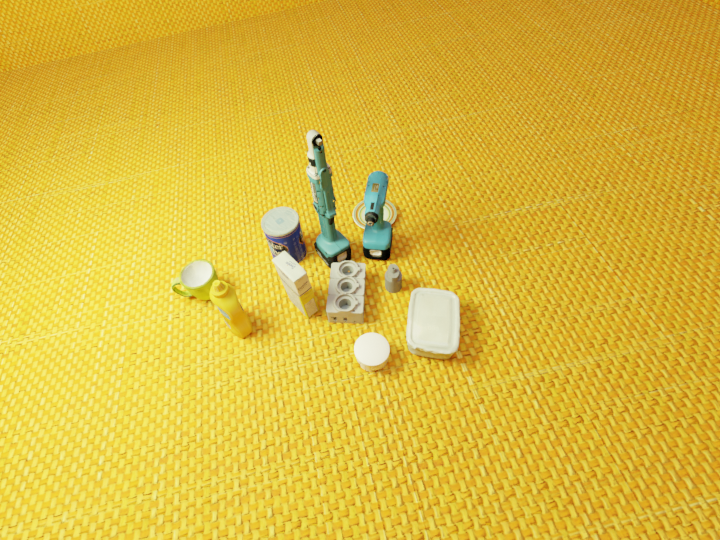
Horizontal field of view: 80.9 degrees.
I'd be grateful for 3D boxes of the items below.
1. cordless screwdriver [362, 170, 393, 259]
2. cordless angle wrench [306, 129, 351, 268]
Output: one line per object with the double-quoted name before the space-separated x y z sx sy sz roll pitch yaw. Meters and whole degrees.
"cordless screwdriver" 0.040 -0.113 1.082 0.076 0.239 0.162 5 54 8
"cordless angle wrench" -0.087 -0.165 1.036 0.073 0.407 0.103 -30 57 -17
